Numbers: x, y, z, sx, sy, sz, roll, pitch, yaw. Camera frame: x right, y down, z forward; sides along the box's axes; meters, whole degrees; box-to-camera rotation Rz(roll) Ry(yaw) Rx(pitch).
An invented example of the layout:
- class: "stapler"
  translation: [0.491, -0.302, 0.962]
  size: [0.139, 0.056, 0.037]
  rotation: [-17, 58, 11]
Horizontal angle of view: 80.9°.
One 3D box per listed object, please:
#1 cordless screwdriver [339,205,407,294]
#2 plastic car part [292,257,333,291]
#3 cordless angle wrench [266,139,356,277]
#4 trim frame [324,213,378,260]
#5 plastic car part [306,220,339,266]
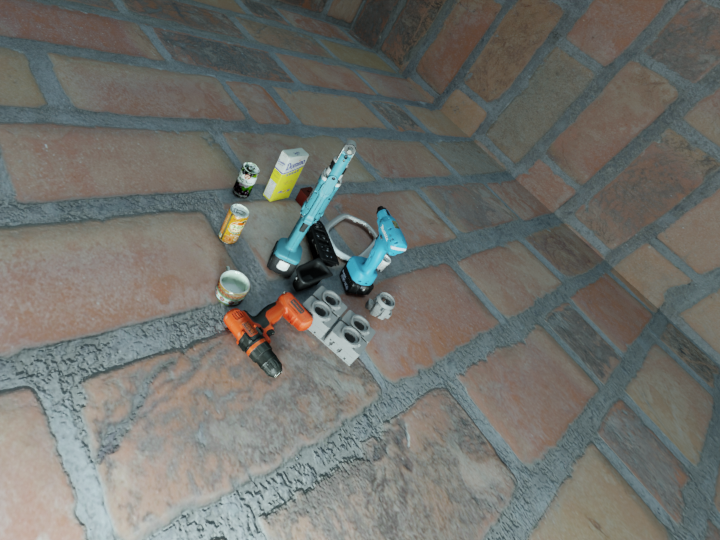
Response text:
- class: "cordless screwdriver"
  translation: [0.029, -0.053, 1.200]
  size: [0.071, 0.249, 0.166]
  rotation: [10, 44, -32]
- class: "plastic car part"
  translation: [-0.143, 0.021, 1.142]
  size: [0.068, 0.071, 0.113]
  rotation: [48, 39, 15]
- class: "cordless angle wrench"
  translation: [-0.120, -0.150, 1.057]
  size: [0.072, 0.424, 0.100]
  rotation: [26, 39, -16]
- class: "trim frame"
  translation: [-0.028, -0.108, 1.403]
  size: [0.187, 0.027, 0.245]
  rotation: [38, 37, 6]
- class: "plastic car part"
  translation: [-0.124, -0.081, 1.272]
  size: [0.063, 0.067, 0.212]
  rotation: [9, 43, -30]
